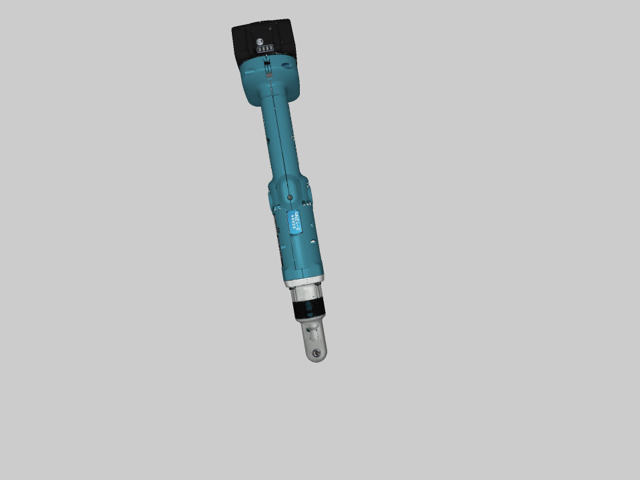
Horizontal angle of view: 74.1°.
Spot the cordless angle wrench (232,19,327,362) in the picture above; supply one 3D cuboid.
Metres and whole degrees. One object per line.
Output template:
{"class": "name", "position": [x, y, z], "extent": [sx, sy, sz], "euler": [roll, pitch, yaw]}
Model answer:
{"class": "cordless angle wrench", "position": [-0.038, -0.055, 0.541], "extent": [0.074, 0.422, 0.098], "euler": [-10, -1, -2]}
